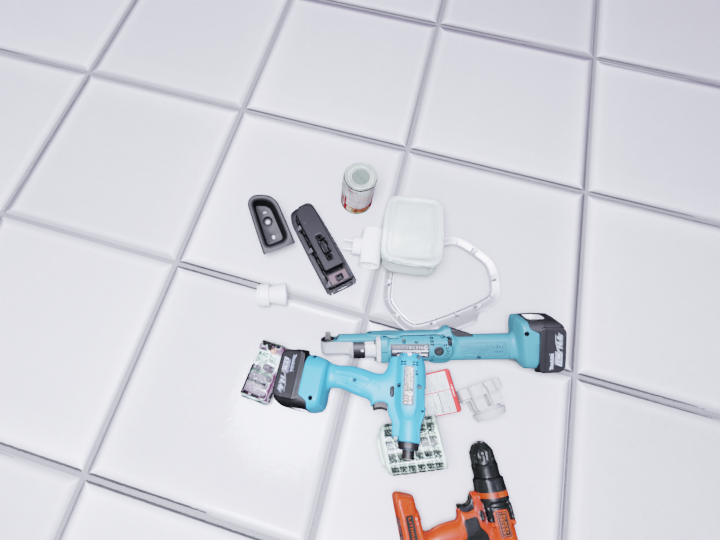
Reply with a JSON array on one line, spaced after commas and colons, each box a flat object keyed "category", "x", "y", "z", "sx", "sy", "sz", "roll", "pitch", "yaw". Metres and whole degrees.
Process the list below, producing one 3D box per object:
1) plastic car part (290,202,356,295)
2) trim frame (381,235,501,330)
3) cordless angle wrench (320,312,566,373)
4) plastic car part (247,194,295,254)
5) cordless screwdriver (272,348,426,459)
[{"category": "plastic car part", "x": -0.083, "y": -0.055, "z": 0.853, "sx": 0.066, "sy": 0.065, "sz": 0.210, "roll": -28, "pitch": 70, "yaw": -5}, {"category": "trim frame", "x": 0.160, "y": 0.027, "z": 0.840, "sx": 0.246, "sy": 0.027, "sz": 0.189, "roll": -19, "pitch": 71, "yaw": -9}, {"category": "cordless angle wrench", "x": 0.139, "y": 0.135, "z": 0.769, "sx": 0.425, "sy": 0.075, "sz": 0.097, "roll": -2, "pitch": 99, "yaw": 3}, {"category": "plastic car part", "x": -0.186, "y": -0.095, "z": 0.860, "sx": 0.065, "sy": 0.071, "sz": 0.117, "roll": -21, "pitch": 88, "yaw": -11}, {"category": "cordless screwdriver", "x": -0.020, "y": 0.214, "z": 0.704, "sx": 0.255, "sy": 0.071, "sz": 0.162, "roll": 0, "pitch": 62, "yaw": 14}]
